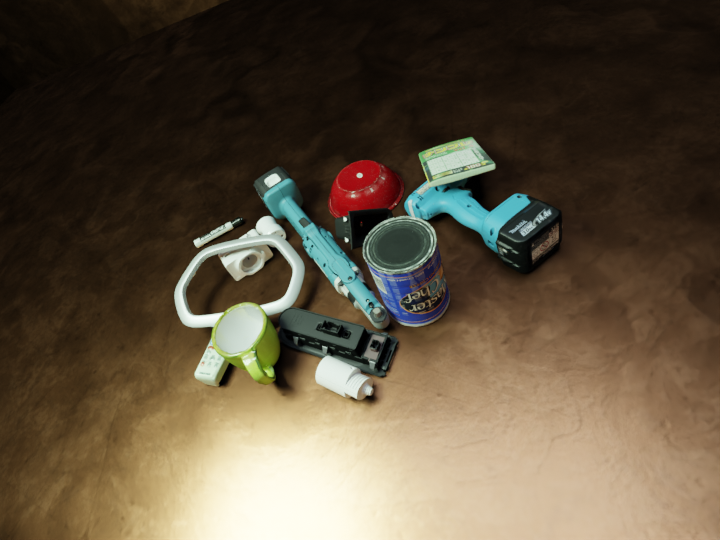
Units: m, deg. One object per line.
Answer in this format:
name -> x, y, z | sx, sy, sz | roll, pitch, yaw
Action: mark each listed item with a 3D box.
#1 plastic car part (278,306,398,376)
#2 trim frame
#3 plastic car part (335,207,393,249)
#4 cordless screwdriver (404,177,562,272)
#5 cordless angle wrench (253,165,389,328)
plastic car part -> -0.052, 0.101, 0.656 | 0.213, 0.063, 0.067 | 9, 63, 32
trim frame -> -0.220, 0.021, 0.761 | 0.251, 0.026, 0.190 | -11, 57, 6
plastic car part -> -0.002, -0.081, 0.770 | 0.074, 0.065, 0.112 | 5, 15, 42
cordless screwdriver -> 0.211, -0.110, 0.706 | 0.158, 0.070, 0.263 | -41, 45, -12
cordless angle wrench -> -0.076, -0.050, 0.778 | 0.074, 0.093, 0.447 | -34, 51, -8
